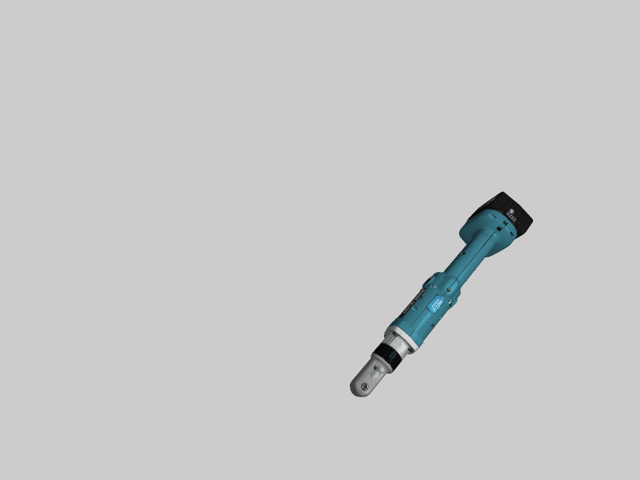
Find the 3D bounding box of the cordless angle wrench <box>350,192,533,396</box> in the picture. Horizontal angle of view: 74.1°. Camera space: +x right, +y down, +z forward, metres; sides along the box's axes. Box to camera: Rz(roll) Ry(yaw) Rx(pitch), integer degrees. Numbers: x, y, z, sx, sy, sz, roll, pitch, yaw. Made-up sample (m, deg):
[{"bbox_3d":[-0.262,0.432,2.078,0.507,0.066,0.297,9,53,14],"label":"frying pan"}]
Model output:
[{"bbox_3d":[0.191,0.084,0.678,0.422,0.074,0.098,-43,-4,-23],"label":"cordless angle wrench"}]
